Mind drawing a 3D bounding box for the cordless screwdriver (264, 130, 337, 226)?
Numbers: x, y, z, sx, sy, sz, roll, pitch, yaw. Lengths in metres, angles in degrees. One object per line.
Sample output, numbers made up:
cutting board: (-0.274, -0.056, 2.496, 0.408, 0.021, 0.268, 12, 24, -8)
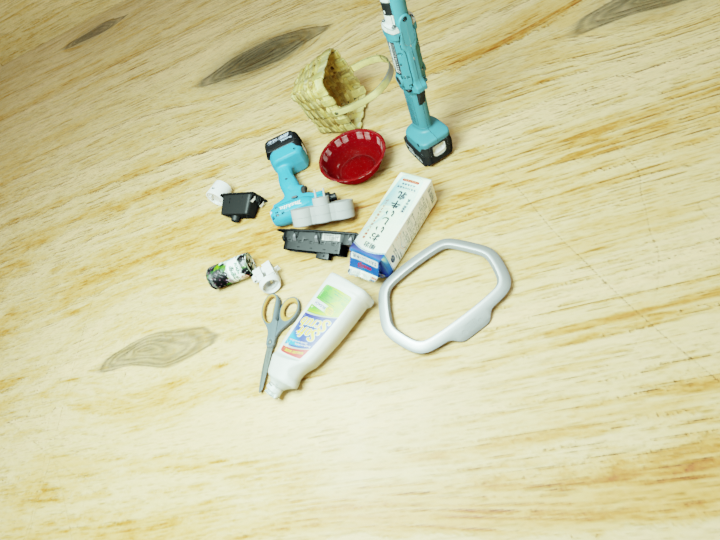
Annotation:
cordless screwdriver: (-0.149, -0.232, 1.031, 0.162, 0.070, 0.258, -19, 59, 12)

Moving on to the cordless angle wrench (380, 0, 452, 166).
cordless angle wrench: (0.096, -0.369, 0.795, 0.074, 0.401, 0.103, -32, 55, 0)

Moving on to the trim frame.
trim frame: (0.144, 0.041, 0.763, 0.248, 0.026, 0.194, -37, 52, -3)

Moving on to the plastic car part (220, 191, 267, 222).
plastic car part: (-0.303, -0.156, 1.064, 0.121, 0.062, 0.072, 0, 75, 27)

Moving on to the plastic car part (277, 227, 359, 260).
plastic car part: (-0.089, -0.058, 0.910, 0.212, 0.063, 0.067, 11, 91, 27)
